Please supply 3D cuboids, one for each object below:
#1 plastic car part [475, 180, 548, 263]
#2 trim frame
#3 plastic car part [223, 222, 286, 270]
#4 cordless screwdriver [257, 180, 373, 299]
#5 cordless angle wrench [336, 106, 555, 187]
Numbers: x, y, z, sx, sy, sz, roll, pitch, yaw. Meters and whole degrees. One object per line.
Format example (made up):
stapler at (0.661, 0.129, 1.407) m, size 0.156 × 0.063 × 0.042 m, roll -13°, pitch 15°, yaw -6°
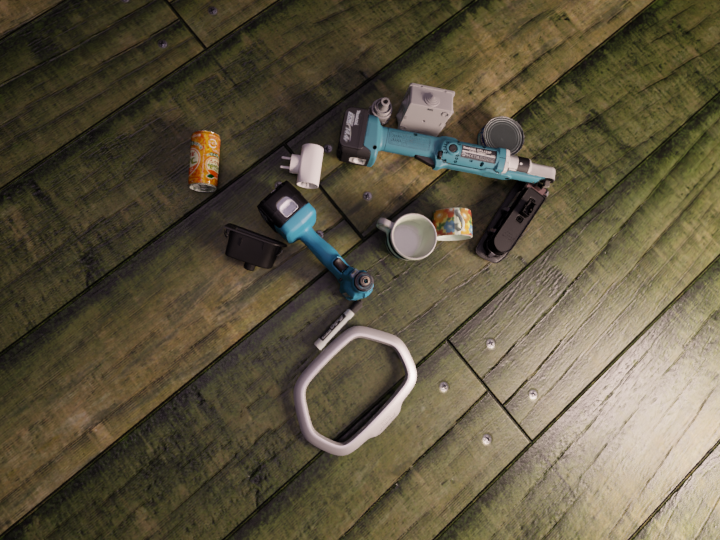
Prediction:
plastic car part at (0.308, -0.100, 0.834) m, size 0.065 × 0.068 × 0.203 m, roll 38°, pitch 83°, yaw -9°
trim frame at (-0.010, 0.218, 0.779) m, size 0.185 × 0.027 × 0.247 m, roll 45°, pitch 79°, yaw 3°
plastic car part at (-0.204, -0.037, 0.786) m, size 0.115 × 0.067 × 0.071 m, roll 23°, pitch 96°, yaw -6°
cordless screwdriver at (-0.073, -0.048, 0.744) m, size 0.074 × 0.159 × 0.251 m, roll -43°, pitch 87°, yaw -10°
cordless angle wrench at (0.168, -0.226, 0.820) m, size 0.423 × 0.074 × 0.098 m, roll 11°, pitch 82°, yaw 0°
